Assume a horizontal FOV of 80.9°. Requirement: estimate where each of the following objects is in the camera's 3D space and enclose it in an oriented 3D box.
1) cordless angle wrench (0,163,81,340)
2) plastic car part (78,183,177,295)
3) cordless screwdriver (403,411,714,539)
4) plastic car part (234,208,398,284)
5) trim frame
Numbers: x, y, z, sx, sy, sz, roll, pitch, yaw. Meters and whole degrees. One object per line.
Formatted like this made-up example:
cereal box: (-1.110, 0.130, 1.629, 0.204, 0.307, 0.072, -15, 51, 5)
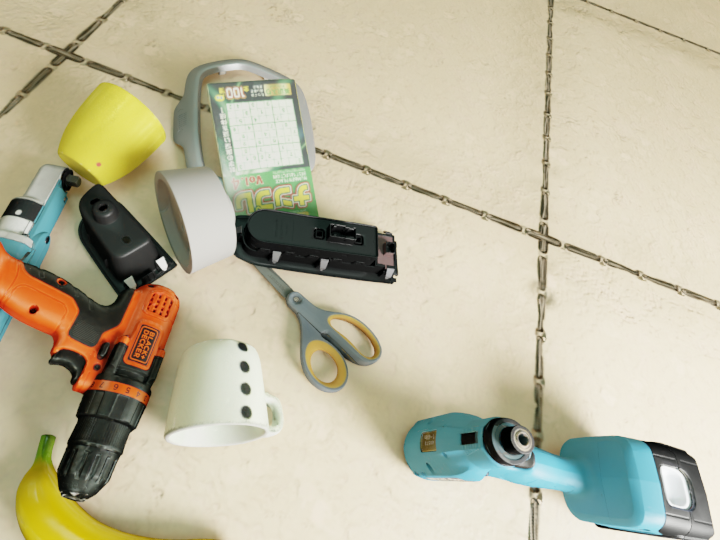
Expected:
cordless angle wrench: (-0.343, 0.071, 0.356, 0.096, 0.074, 0.433, 9, 58, -10)
plastic car part: (-0.252, -0.040, 0.434, 0.065, 0.071, 0.119, -37, 79, -29)
cordless screwdriver: (0.179, 0.171, 0.365, 0.245, 0.158, 0.076, 15, 61, -8)
plastic car part: (-0.047, -0.030, 0.476, 0.199, 0.067, 0.067, 6, 73, -11)
trim frame: (-0.155, -0.197, 0.568, 0.180, 0.027, 0.256, -4, 65, -16)
